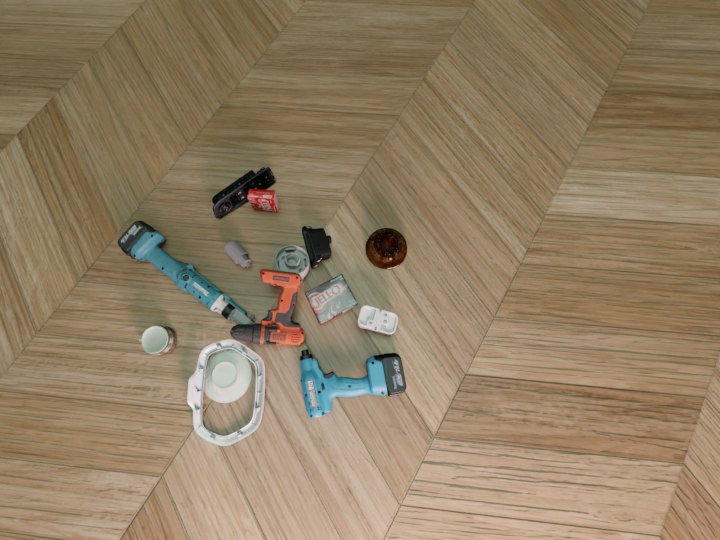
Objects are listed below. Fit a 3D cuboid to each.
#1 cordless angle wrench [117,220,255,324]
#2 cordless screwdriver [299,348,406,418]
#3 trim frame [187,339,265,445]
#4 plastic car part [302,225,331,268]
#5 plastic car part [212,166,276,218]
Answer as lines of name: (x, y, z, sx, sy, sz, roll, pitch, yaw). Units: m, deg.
cordless angle wrench: (-0.455, 0.023, 1.122, 0.432, 0.073, 0.098, 35, 76, 11)
cordless screwdriver: (-0.023, 0.248, 1.024, 0.249, 0.072, 0.163, -14, 72, 1)
trim frame: (-0.325, 0.294, 1.024, 0.185, 0.027, 0.250, 3, 83, 2)
plastic car part: (-0.112, -0.073, 1.146, 0.069, 0.066, 0.120, -7, 68, -18)
plastic car part: (-0.343, -0.230, 1.204, 0.202, 0.064, 0.070, -41, 67, -11)
